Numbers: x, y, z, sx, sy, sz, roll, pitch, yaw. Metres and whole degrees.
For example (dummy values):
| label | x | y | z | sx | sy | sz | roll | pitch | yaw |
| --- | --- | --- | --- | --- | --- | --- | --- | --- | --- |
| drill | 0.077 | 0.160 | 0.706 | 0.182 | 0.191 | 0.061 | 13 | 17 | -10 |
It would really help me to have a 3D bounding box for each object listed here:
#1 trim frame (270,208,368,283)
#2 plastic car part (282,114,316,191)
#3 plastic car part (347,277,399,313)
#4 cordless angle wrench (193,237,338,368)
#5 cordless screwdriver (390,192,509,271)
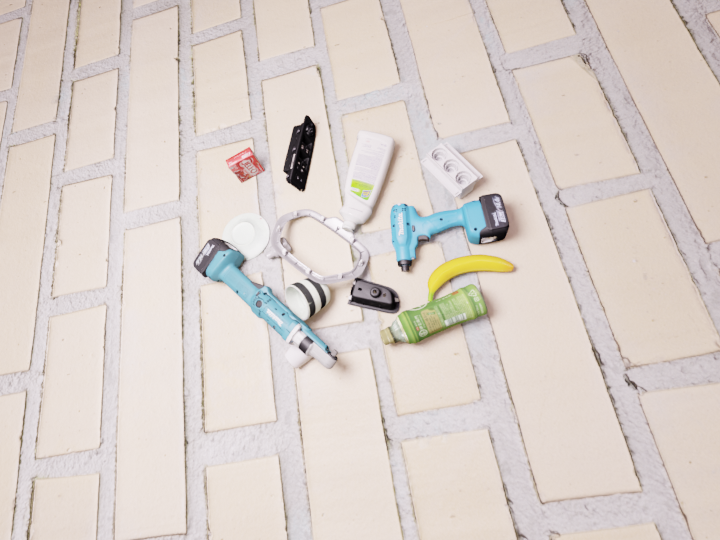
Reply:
| label | x | y | z | sx | sy | sz | roll | pitch | yaw |
| --- | --- | --- | --- | --- | --- | --- | --- | --- | --- |
| trim frame | -0.097 | -0.064 | 0.995 | 0.259 | 0.027 | 0.181 | 36 | 54 | 22 |
| plastic car part | -0.161 | -0.308 | 1.110 | 0.070 | 0.062 | 0.205 | 2 | 72 | 38 |
| plastic car part | 0.028 | 0.052 | 0.935 | 0.120 | 0.068 | 0.066 | 13 | 77 | 18 |
| cordless angle wrench | -0.215 | 0.075 | 0.954 | 0.443 | 0.071 | 0.098 | 37 | 94 | 26 |
| cordless screwdriver | 0.194 | -0.083 | 0.942 | 0.255 | 0.071 | 0.162 | -6 | 71 | 15 |
